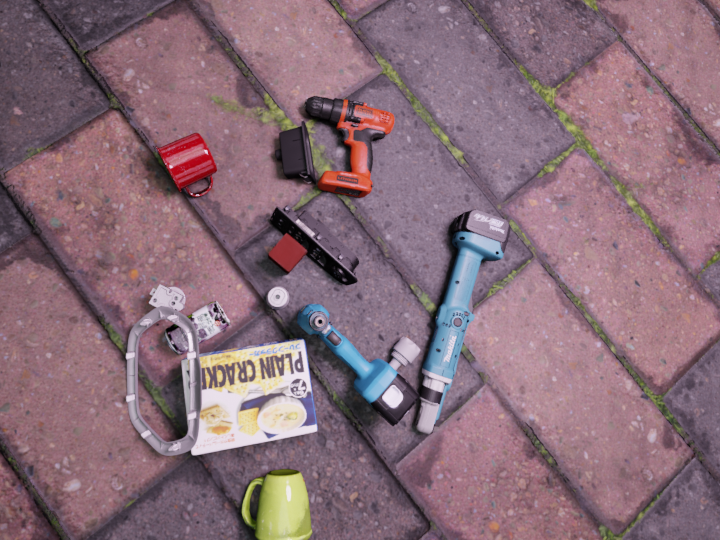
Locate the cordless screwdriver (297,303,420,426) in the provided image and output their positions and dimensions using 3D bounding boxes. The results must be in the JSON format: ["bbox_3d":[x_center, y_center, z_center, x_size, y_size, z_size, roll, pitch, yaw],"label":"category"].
[{"bbox_3d":[-0.009,0.154,0.728,0.249,0.160,0.074,45,79,-2],"label":"cordless screwdriver"}]

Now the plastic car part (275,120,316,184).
[{"bbox_3d":[-0.131,-0.226,0.829,0.071,0.064,0.118,-13,80,5],"label":"plastic car part"}]

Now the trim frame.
[{"bbox_3d":[-0.332,0.185,0.711,0.191,0.026,0.249,-1,86,25],"label":"trim frame"}]

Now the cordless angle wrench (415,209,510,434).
[{"bbox_3d":[0.176,0.096,0.802,0.097,0.074,0.424,19,82,-5],"label":"cordless angle wrench"}]

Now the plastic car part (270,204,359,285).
[{"bbox_3d":[-0.079,-0.052,0.806,0.204,0.067,0.066,45,53,3],"label":"plastic car part"}]
